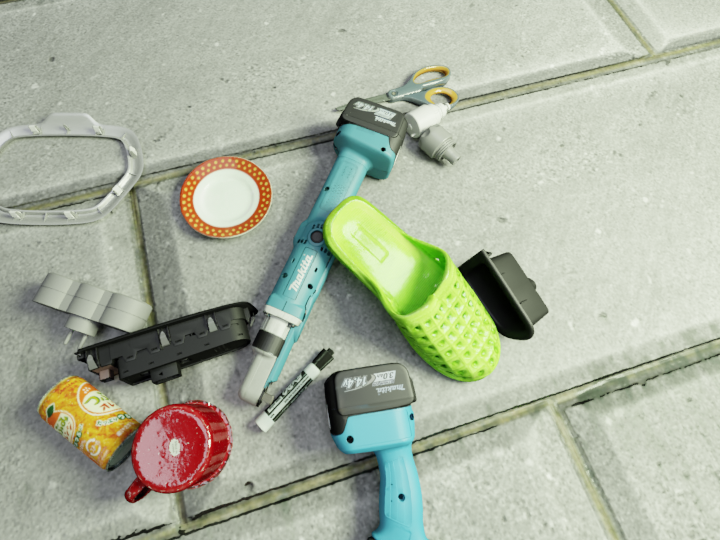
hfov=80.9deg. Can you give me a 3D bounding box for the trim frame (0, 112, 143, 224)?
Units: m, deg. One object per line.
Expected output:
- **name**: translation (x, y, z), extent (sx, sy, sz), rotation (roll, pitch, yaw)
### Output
- **trim frame**: translation (-0.442, -0.151, 0.615), extent (0.249, 0.027, 0.188), rotation (0, 67, 1)

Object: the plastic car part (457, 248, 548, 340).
- **plastic car part**: translation (0.189, 0.025, 0.538), extent (0.069, 0.066, 0.119), rotation (-26, 74, -27)

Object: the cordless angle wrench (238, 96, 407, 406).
- **cordless angle wrench**: translation (-0.054, -0.035, 0.552), extent (0.099, 0.073, 0.425), rotation (21, 72, 5)

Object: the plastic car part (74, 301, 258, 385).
- **plastic car part**: translation (-0.214, 0.088, 0.493), extent (0.200, 0.064, 0.070), rotation (-21, 59, -11)

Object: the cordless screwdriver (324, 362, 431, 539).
- **cordless screwdriver**: translation (0.010, 0.231, 0.443), extent (0.158, 0.073, 0.255), rotation (-13, 73, -7)
